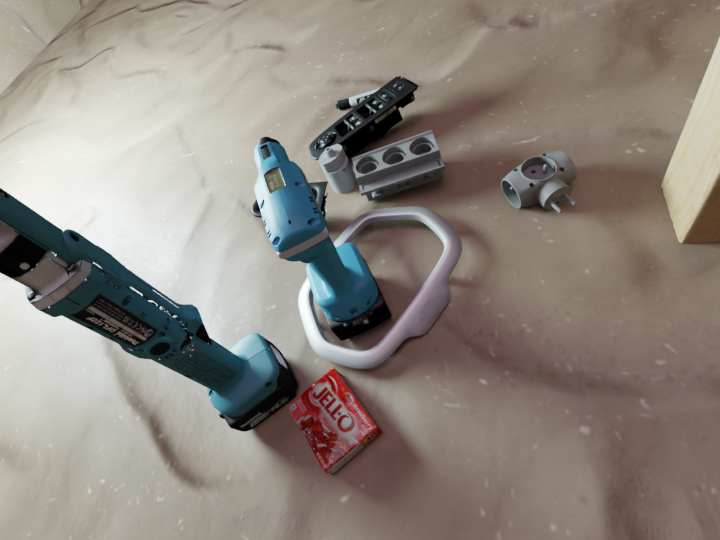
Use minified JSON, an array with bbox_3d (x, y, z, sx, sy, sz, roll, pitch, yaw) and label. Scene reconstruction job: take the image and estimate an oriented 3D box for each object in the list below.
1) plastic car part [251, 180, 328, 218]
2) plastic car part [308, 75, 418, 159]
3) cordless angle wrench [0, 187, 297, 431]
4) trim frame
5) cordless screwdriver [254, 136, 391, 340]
[{"bbox_3d":[-0.101,-0.090,0.655,0.121,0.067,0.067,-1,59,23],"label":"plastic car part"},{"bbox_3d":[0.003,-0.242,0.712,0.203,0.063,0.070,-33,52,0],"label":"plastic car part"},{"bbox_3d":[-0.187,0.052,0.388,0.098,0.401,0.078,-36,53,-4],"label":"cordless angle wrench"},{"bbox_3d":[0.022,0.013,0.561,0.194,0.026,0.248,29,73,35],"label":"trim frame"},{"bbox_3d":[-0.048,-0.031,0.486,0.075,0.236,0.167,-27,53,3],"label":"cordless screwdriver"}]
